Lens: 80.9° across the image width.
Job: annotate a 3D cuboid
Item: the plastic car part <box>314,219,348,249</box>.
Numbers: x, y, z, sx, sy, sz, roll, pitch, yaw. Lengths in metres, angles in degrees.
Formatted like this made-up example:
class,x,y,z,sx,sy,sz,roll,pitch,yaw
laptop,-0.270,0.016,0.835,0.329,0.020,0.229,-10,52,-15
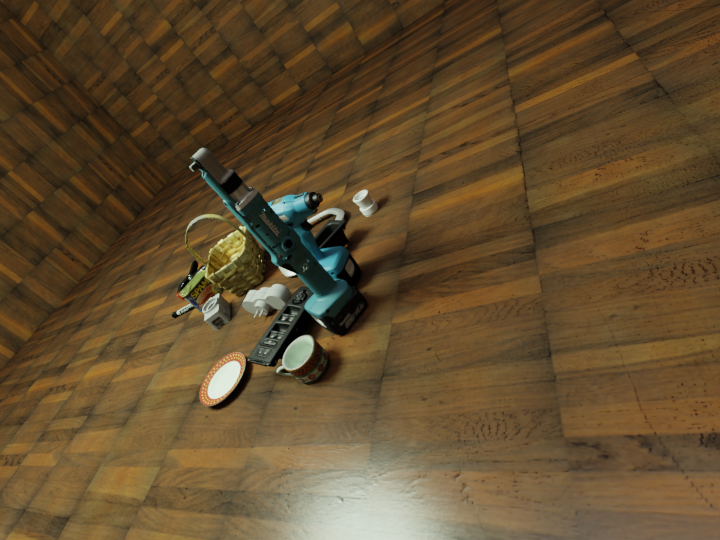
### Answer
class,x,y,z,sx,sy,sz,roll,pitch,yaw
plastic car part,-0.074,-0.060,1.020,0.069,0.068,0.116,7,54,52

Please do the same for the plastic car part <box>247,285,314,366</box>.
class,x,y,z,sx,sy,sz,roll,pitch,yaw
plastic car part,-0.144,0.119,0.874,0.069,0.064,0.204,-9,43,42

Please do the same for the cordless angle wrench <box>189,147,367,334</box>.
class,x,y,z,sx,sy,sz,roll,pitch,yaw
cordless angle wrench,-0.140,-0.048,0.752,0.097,0.404,0.078,-49,30,-17

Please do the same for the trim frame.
class,x,y,z,sx,sy,sz,roll,pitch,yaw
trim frame,-0.132,-0.080,1.146,0.193,0.026,0.249,-3,47,44

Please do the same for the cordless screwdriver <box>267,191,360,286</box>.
class,x,y,z,sx,sy,sz,roll,pitch,yaw
cordless screwdriver,-0.084,-0.055,0.862,0.165,0.237,0.075,-13,38,39
